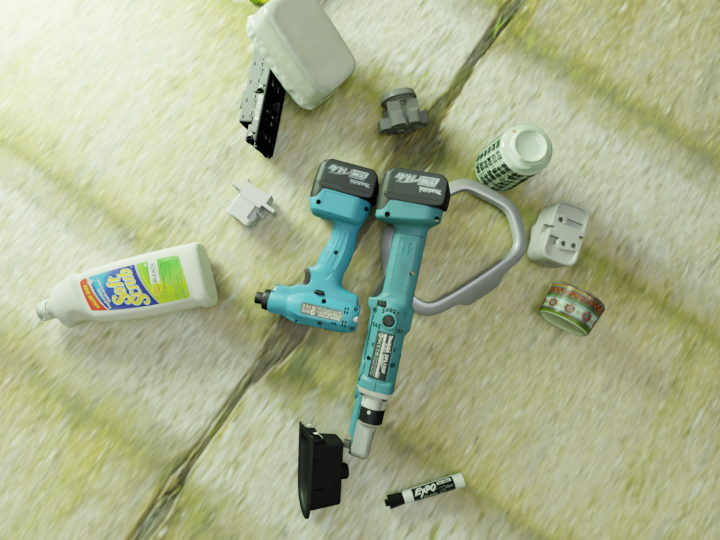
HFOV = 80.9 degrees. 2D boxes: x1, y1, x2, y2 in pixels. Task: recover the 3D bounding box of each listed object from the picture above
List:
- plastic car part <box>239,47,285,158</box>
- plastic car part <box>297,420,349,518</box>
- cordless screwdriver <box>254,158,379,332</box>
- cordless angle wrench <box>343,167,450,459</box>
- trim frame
[{"bbox_3d":[-0.154,-0.287,0.680,0.070,0.063,0.204,11,83,23],"label":"plastic car part"},{"bbox_3d":[-0.052,0.284,0.609,0.069,0.067,0.117,0,87,-19],"label":"plastic car part"},{"bbox_3d":[-0.063,-0.041,0.642,0.161,0.073,0.249,11,86,4],"label":"cordless screwdriver"},{"bbox_3d":[0.042,0.068,0.617,0.100,0.072,0.422,12,91,13],"label":"cordless angle wrench"},{"bbox_3d":[0.146,-0.037,0.670,0.247,0.027,0.186,-33,84,-7],"label":"trim frame"}]
